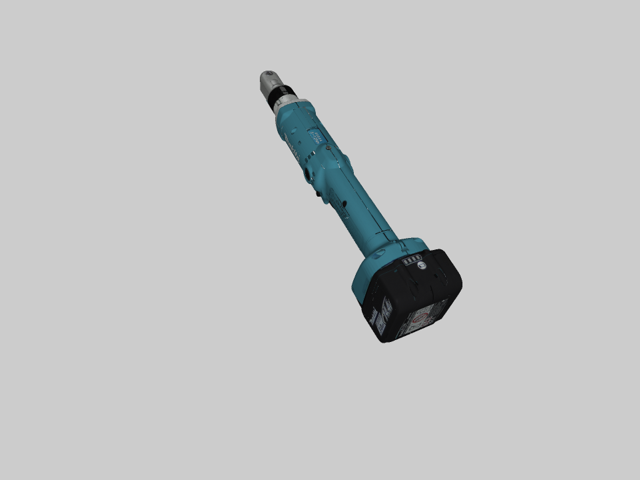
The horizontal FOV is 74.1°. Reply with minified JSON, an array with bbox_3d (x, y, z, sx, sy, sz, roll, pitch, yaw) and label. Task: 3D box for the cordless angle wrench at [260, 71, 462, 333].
[{"bbox_3d":[0.009,-0.083,0.513,0.074,0.422,0.098,-18,-33,-18],"label":"cordless angle wrench"}]
